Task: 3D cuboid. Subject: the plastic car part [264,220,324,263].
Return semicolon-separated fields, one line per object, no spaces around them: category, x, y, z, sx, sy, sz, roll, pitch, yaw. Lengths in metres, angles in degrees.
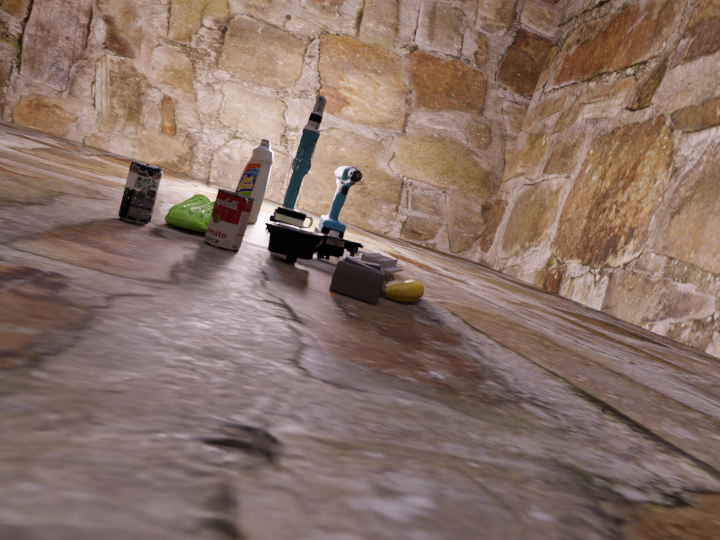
plastic car part;-0.136;-0.051;0.831;0.116;0.070;0.066;17;7;-3

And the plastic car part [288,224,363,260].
plastic car part;-0.098;-0.064;1.006;0.204;0.067;0.066;18;7;3

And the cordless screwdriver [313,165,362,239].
cordless screwdriver;-0.062;-0.184;1.238;0.072;0.248;0.165;16;7;-21

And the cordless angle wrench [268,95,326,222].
cordless angle wrench;-0.178;-0.318;1.274;0.076;0.421;0.097;19;7;7

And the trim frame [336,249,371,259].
trim frame;-0.024;-0.041;1.142;0.243;0.027;0.189;15;8;-14
